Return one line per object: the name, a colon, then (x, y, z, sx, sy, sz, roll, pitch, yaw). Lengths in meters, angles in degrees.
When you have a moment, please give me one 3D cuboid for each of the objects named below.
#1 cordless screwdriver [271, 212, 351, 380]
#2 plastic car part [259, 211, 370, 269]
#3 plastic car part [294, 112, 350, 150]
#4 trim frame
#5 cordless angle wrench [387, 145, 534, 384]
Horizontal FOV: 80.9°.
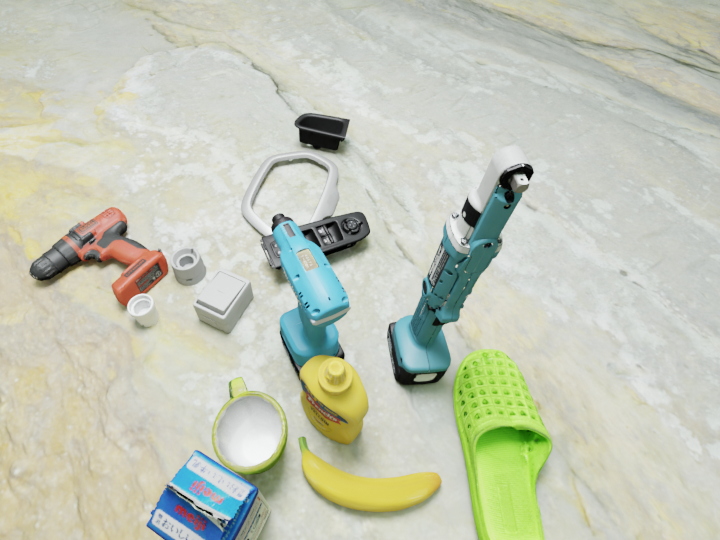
cordless screwdriver: (-0.079, 0.045, 0.587, 0.073, 0.242, 0.167, -21, 60, -19)
plastic car part: (-0.075, -0.049, 0.763, 0.199, 0.065, 0.069, -22, 59, -16)
plastic car part: (-0.087, -0.303, 0.943, 0.118, 0.069, 0.067, 11, 55, 5)
trim frame: (-0.138, -0.160, 0.865, 0.187, 0.027, 0.252, 12, 55, 7)
cordless angle wrench: (0.103, 0.022, 0.504, 0.074, 0.412, 0.101, -2, 56, -8)
